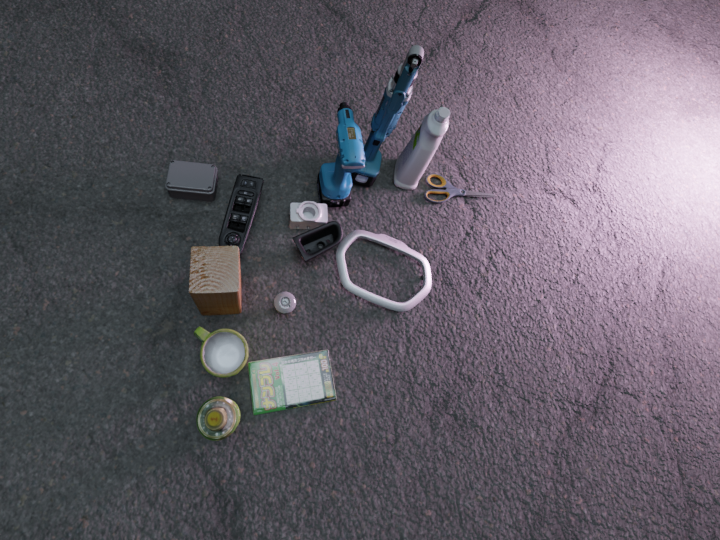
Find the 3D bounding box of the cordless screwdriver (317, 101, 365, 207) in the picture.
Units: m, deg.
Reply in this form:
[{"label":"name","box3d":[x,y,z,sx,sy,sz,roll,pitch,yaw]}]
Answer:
[{"label":"cordless screwdriver","box3d":[-0.049,-0.258,0.987,0.073,0.248,0.163,-3,72,-15]}]

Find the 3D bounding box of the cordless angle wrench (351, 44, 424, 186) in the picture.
[{"label":"cordless angle wrench","box3d":[0.052,-0.327,0.935,0.073,0.422,0.099,16,69,-9]}]

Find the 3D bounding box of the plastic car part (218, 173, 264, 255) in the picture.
[{"label":"plastic car part","box3d":[-0.284,-0.124,0.996,0.066,0.067,0.206,13,68,-7]}]

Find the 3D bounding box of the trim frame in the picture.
[{"label":"trim frame","box3d":[0.056,-0.004,1.025,0.248,0.027,0.186,20,68,-1]}]

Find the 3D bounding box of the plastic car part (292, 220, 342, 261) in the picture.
[{"label":"plastic car part","box3d":[-0.098,-0.064,1.000,0.114,0.071,0.067,-26,78,-18]}]
